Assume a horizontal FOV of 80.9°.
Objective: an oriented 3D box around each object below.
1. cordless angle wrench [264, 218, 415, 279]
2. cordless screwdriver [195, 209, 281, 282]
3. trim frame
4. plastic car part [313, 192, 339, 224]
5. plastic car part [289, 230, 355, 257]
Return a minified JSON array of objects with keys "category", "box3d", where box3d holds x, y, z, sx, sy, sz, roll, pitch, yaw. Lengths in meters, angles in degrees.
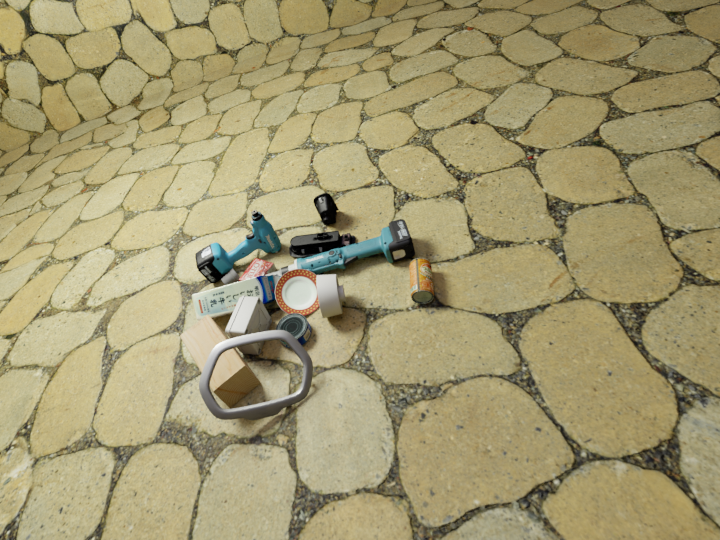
[{"category":"cordless angle wrench","box3d":[-0.070,-0.030,1.162,0.428,0.071,0.102,-16,46,9]},{"category":"cordless screwdriver","box3d":[-0.372,-0.074,1.255,0.248,0.151,0.078,-26,45,-2]},{"category":"trim frame","box3d":[-0.225,0.230,0.923,0.243,0.028,0.186,-10,83,-16]},{"category":"plastic car part","box3d":[-0.104,-0.178,1.289,0.067,0.112,0.073,-13,70,7]},{"category":"plastic car part","box3d":[-0.120,-0.079,1.232,0.208,0.064,0.068,-8,55,17]}]
